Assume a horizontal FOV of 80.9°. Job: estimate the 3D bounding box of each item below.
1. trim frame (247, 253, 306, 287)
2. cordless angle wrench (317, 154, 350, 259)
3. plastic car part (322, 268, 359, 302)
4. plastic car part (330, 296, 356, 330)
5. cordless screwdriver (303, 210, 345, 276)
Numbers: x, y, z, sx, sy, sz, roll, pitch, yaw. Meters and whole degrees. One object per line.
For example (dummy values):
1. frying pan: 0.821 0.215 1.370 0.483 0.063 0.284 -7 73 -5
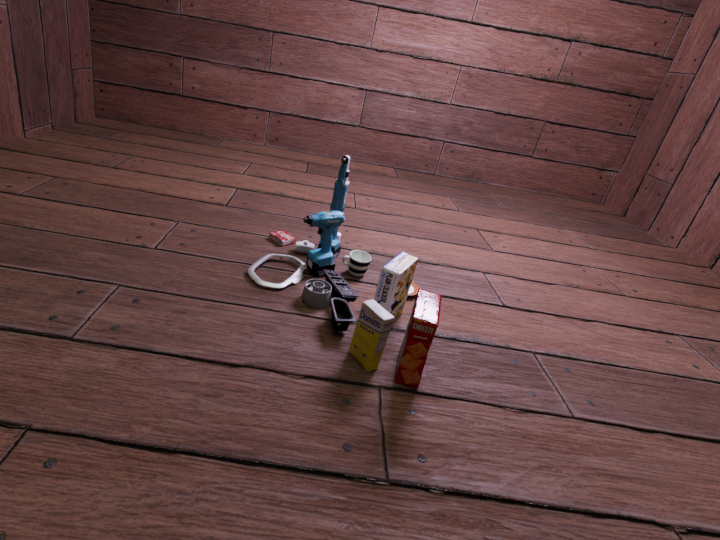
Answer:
1. trim frame: -0.301 -0.001 1.542 0.190 0.027 0.246 17 28 14
2. cordless angle wrench: -0.092 -0.245 1.657 0.077 0.416 0.096 20 27 15
3. plastic car part: -0.077 0.059 1.462 0.064 0.066 0.214 -2 29 -25
4. plastic car part: -0.063 0.144 1.301 0.064 0.070 0.122 3 28 -17
5. cordless screwdriver: -0.151 -0.099 1.544 0.153 0.244 0.079 -7 32 -34
